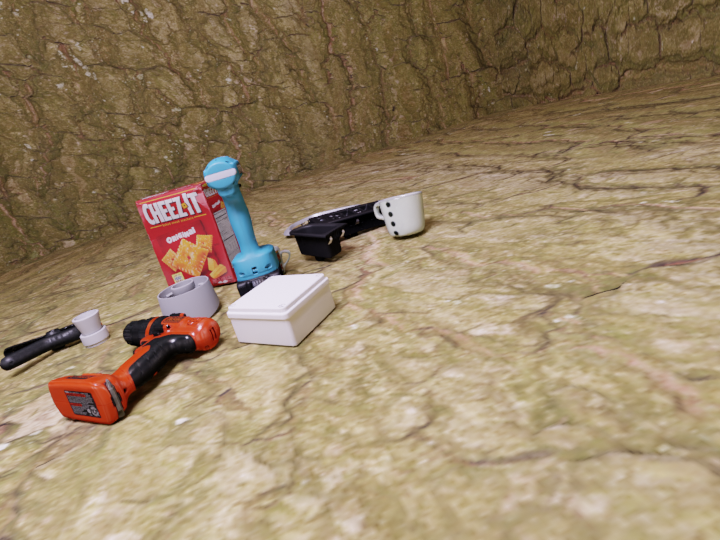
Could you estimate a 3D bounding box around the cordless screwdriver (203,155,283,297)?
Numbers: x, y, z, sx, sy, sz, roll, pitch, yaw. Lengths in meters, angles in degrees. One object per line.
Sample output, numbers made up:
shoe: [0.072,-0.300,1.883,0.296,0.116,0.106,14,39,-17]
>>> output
cordless screwdriver: [-0.198,-0.074,0.726,0.074,0.243,0.164,-17,17,-5]

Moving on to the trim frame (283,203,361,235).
trim frame: [-0.089,-0.130,1.112,0.257,0.027,0.182,-7,22,25]

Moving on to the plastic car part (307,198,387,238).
plastic car part: [-0.010,-0.112,0.944,0.200,0.065,0.069,-22,18,-14]

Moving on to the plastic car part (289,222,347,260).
plastic car part: [-0.082,-0.053,0.836,0.122,0.069,0.064,2,25,44]
